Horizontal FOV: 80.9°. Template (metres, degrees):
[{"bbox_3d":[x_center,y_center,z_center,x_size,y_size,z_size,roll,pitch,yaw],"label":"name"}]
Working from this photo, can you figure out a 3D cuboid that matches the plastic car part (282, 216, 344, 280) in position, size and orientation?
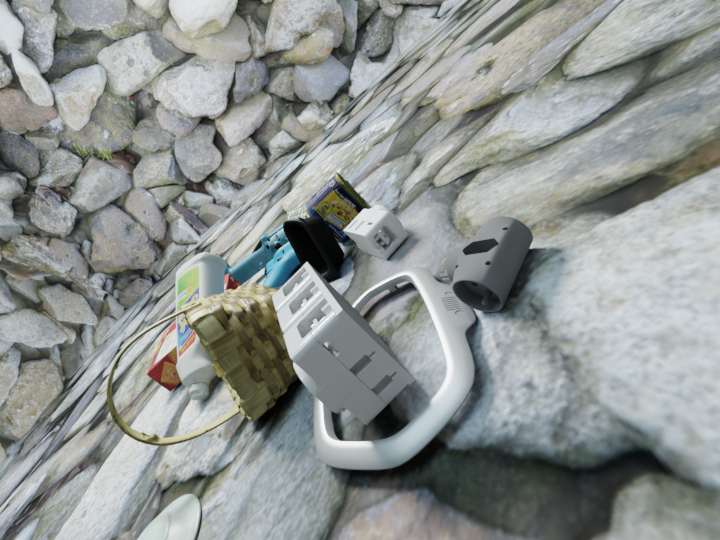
[{"bbox_3d":[-0.068,-0.045,0.696,0.068,0.116,0.069,-26,2,43],"label":"plastic car part"}]

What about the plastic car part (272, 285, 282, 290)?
[{"bbox_3d":[-0.083,0.040,0.605,0.066,0.065,0.209,-42,14,-23],"label":"plastic car part"}]

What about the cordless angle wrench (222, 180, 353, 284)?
[{"bbox_3d":[-0.189,-0.064,0.965,0.426,0.095,0.076,-35,21,12],"label":"cordless angle wrench"}]

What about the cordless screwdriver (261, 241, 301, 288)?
[{"bbox_3d":[-0.180,0.040,0.777,0.163,0.072,0.249,-30,22,42],"label":"cordless screwdriver"}]

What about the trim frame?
[{"bbox_3d":[0.024,0.080,0.412,0.185,0.027,0.254,-40,21,14],"label":"trim frame"}]
